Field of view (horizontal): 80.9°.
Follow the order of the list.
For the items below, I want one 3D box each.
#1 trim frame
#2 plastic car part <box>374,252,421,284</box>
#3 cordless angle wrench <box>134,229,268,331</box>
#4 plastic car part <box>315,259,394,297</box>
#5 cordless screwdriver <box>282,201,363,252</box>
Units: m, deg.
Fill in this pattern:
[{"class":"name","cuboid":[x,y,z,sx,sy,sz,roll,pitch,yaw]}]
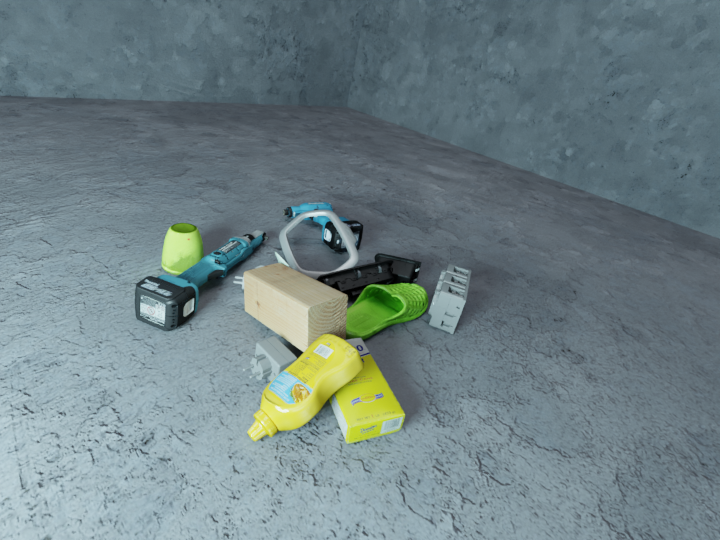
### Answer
[{"class":"trim frame","cuboid":[-0.104,-0.068,1.067,0.183,0.026,0.261,-23,48,-8]},{"class":"plastic car part","cuboid":[0.084,0.007,1.049,0.119,0.064,0.071,13,42,11]},{"class":"cordless angle wrench","cuboid":[-0.318,-0.014,0.936,0.100,0.073,0.421,17,27,9]},{"class":"plastic car part","cuboid":[-0.003,0.021,0.963,0.197,0.065,0.070,-17,62,-24]},{"class":"cordless screwdriver","cuboid":[-0.112,-0.136,1.220,0.153,0.073,0.263,-7,30,-30]}]
